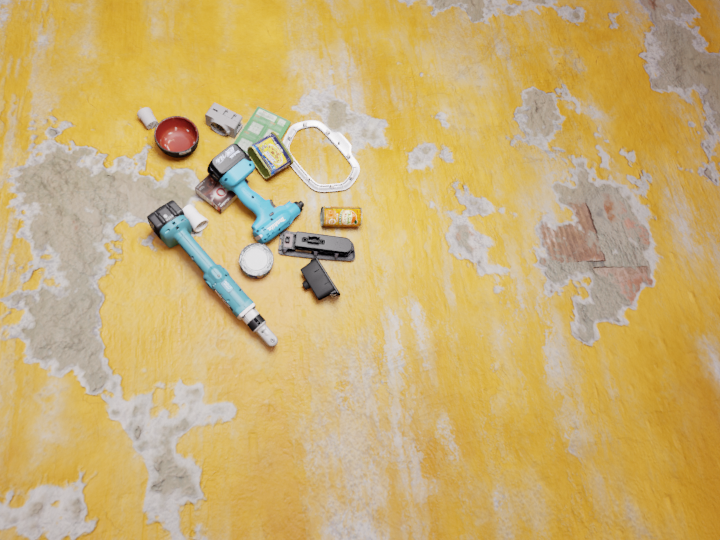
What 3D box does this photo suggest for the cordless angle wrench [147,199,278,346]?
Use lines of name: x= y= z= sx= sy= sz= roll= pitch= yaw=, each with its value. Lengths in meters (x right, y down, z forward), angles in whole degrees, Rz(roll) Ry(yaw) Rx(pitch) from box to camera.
cordless angle wrench: x=-0.342 y=0.018 z=1.007 sx=0.073 sy=0.098 sz=0.427 roll=-40 pitch=85 yaw=-24

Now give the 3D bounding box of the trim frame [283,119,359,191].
trim frame: x=-0.112 y=-0.328 z=1.201 sx=0.182 sy=0.027 sz=0.254 roll=-36 pitch=78 yaw=-20

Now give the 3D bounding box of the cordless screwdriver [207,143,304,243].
cordless screwdriver: x=-0.264 y=-0.208 z=1.081 sx=0.157 sy=0.076 sz=0.244 roll=-41 pitch=101 yaw=-24

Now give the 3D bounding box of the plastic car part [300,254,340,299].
plastic car part: x=-0.109 y=0.028 z=1.060 sx=0.071 sy=0.065 sz=0.119 roll=-35 pitch=77 yaw=-6

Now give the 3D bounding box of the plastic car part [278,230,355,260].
plastic car part: x=-0.107 y=-0.070 z=1.093 sx=0.199 sy=0.067 sz=0.068 roll=8 pitch=63 yaw=-10
